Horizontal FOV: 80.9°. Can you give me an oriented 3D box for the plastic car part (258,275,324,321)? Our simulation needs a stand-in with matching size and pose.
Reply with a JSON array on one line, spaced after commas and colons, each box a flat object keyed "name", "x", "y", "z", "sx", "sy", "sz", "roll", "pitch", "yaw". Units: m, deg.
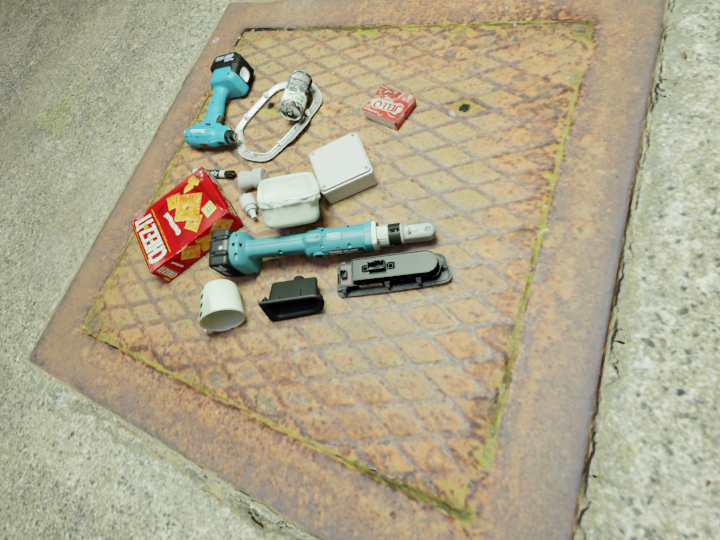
[{"name": "plastic car part", "x": -0.122, "y": 0.044, "z": 0.786, "sx": 0.118, "sy": 0.063, "sz": 0.073, "roll": -13, "pitch": 50, "yaw": 11}]

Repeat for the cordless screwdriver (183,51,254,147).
[{"name": "cordless screwdriver", "x": -0.332, "y": -0.416, "z": 1.047, "sx": 0.167, "sy": 0.070, "sz": 0.250, "roll": 9, "pitch": 74, "yaw": 30}]

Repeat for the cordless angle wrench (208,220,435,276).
[{"name": "cordless angle wrench", "x": -0.077, "y": -0.051, "z": 0.792, "sx": 0.433, "sy": 0.094, "sz": 0.076, "roll": -5, "pitch": 70, "yaw": 15}]

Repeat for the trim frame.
[{"name": "trim frame", "x": -0.200, "y": -0.363, "z": 1.006, "sx": 0.193, "sy": 0.026, "sz": 0.248, "roll": 38, "pitch": 83, "yaw": 28}]

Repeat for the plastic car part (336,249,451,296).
[{"name": "plastic car part", "x": 0.051, "y": -0.003, "z": 0.738, "sx": 0.208, "sy": 0.064, "sz": 0.068, "roll": -6, "pitch": 60, "yaw": 15}]
